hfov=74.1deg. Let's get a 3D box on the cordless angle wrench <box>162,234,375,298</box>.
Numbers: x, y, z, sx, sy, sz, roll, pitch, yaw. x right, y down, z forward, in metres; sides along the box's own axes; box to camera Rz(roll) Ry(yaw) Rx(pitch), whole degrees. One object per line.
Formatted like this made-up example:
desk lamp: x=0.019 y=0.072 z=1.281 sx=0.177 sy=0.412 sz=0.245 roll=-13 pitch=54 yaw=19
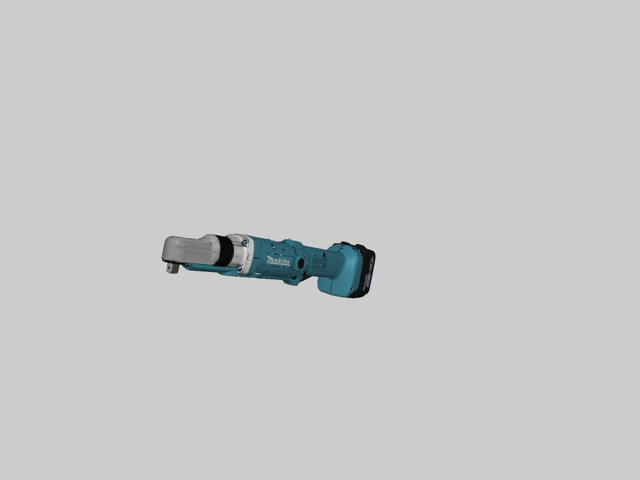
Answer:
cordless angle wrench: x=-0.048 y=0.032 z=0.627 sx=0.074 sy=0.098 sz=0.422 roll=11 pitch=-1 yaw=34
